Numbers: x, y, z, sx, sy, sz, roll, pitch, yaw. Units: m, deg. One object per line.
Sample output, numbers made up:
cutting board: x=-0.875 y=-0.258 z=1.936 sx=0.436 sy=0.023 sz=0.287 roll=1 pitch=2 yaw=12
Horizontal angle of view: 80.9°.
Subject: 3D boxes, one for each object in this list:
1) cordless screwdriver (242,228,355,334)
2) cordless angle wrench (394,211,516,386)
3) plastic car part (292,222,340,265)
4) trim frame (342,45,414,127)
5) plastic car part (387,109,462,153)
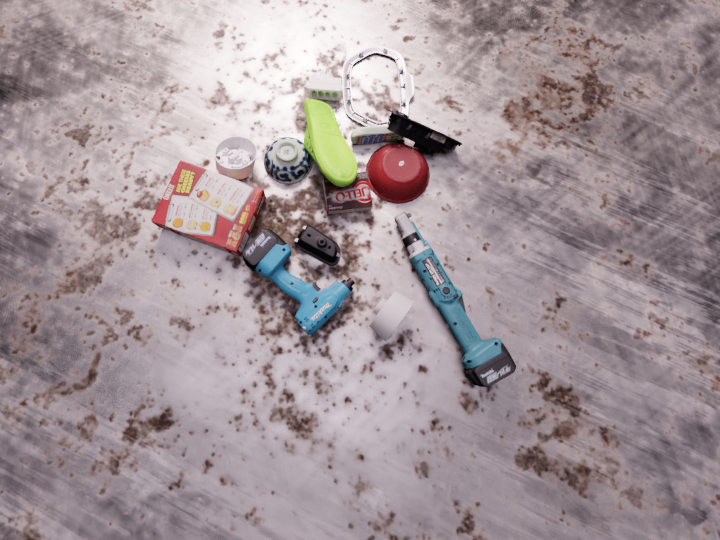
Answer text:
cordless screwdriver: x=-0.143 y=0.005 z=0.969 sx=0.158 sy=0.074 sz=0.251 roll=-44 pitch=86 yaw=-10
cordless angle wrench: x=0.191 y=0.051 z=0.965 sx=0.097 sy=0.073 sz=0.433 roll=-27 pitch=77 yaw=-8
plastic car part: x=-0.096 y=-0.063 z=0.985 sx=0.118 sy=0.070 sz=0.066 roll=31 pitch=80 yaw=7
trim frame: x=0.046 y=-0.481 z=1.104 sx=0.183 sy=0.027 sz=0.252 roll=-1 pitch=76 yaw=-2
plastic car part: x=0.144 y=-0.332 z=1.028 sx=0.195 sy=0.069 sz=0.067 roll=21 pitch=117 yaw=-24
